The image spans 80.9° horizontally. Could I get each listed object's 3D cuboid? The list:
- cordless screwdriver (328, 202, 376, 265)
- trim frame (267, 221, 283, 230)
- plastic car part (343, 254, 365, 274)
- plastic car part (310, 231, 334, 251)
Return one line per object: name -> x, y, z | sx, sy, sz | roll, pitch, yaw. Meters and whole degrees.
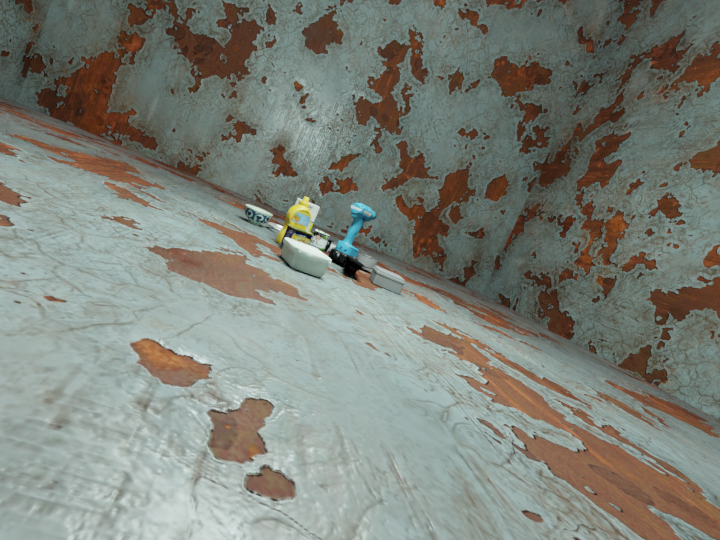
cordless screwdriver -> -0.021, -0.134, 1.642 | 0.078, 0.248, 0.151 | 27, 7, 30
trim frame -> -0.296, -0.156, 1.850 | 0.246, 0.027, 0.187 | 22, 7, -7
plastic car part -> -0.028, -0.018, 1.486 | 0.066, 0.067, 0.204 | 23, 6, -4
plastic car part -> -0.169, -0.111, 1.732 | 0.062, 0.071, 0.123 | 17, 8, -45
